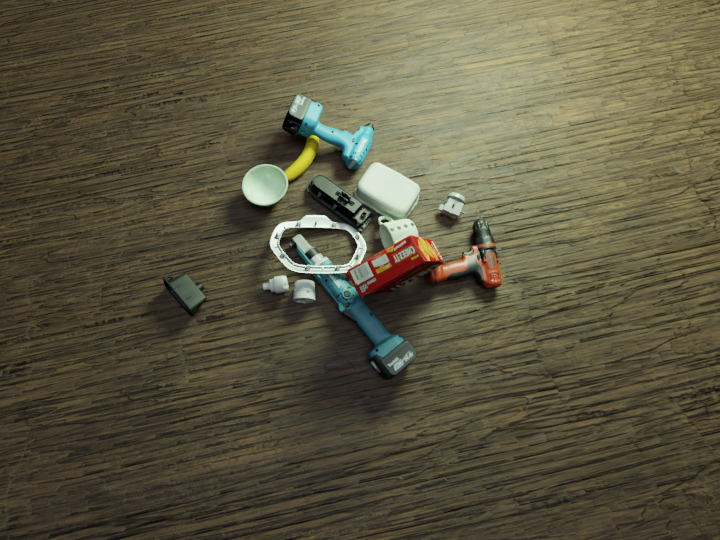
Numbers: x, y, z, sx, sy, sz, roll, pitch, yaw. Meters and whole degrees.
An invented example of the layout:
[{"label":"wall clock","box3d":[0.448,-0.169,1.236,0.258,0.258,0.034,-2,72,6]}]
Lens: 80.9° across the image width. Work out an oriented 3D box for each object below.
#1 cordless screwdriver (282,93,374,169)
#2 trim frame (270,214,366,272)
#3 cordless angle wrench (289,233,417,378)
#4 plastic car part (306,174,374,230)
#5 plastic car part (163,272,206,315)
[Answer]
[{"label":"cordless screwdriver","box3d":[-0.082,-0.401,1.175,0.245,0.075,0.160,28,63,-8]},{"label":"trim frame","box3d":[-0.105,-0.069,1.074,0.244,0.027,0.191,-1,50,-11]},{"label":"cordless angle wrench","box3d":[-0.036,0.069,1.045,0.097,0.073,0.437,-35,72,-16]},{"label":"plastic car part","box3d":[-0.060,-0.192,1.135,0.209,0.065,0.066,36,76,15]},{"label":"plastic car part","box3d":[-0.433,0.053,1.066,0.119,0.065,0.070,43,62,9]}]
